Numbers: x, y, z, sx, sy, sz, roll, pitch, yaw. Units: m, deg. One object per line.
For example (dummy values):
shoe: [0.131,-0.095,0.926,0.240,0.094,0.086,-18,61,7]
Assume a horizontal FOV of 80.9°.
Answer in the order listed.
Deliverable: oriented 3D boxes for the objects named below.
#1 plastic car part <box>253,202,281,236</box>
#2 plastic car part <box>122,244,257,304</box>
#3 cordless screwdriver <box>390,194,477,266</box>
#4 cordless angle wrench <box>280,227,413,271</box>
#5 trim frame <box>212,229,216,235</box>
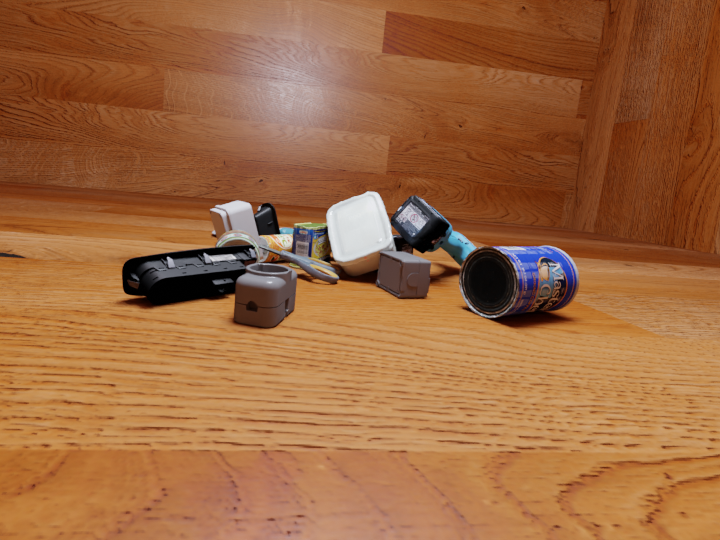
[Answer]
plastic car part: [-0.223,-0.087,0.945,0.069,0.113,0.070,12,34,30]
plastic car part: [-0.221,0.011,0.581,0.194,0.066,0.070,-5,40,-47]
cordless screwdriver: [0.155,-0.081,0.874,0.235,0.075,0.168,22,25,-47]
cordless angle wrench: [-0.094,-0.061,0.960,0.444,0.074,0.094,10,11,31]
trim frame: [-0.287,-0.103,1.176,0.239,0.027,0.193,-3,13,-26]
